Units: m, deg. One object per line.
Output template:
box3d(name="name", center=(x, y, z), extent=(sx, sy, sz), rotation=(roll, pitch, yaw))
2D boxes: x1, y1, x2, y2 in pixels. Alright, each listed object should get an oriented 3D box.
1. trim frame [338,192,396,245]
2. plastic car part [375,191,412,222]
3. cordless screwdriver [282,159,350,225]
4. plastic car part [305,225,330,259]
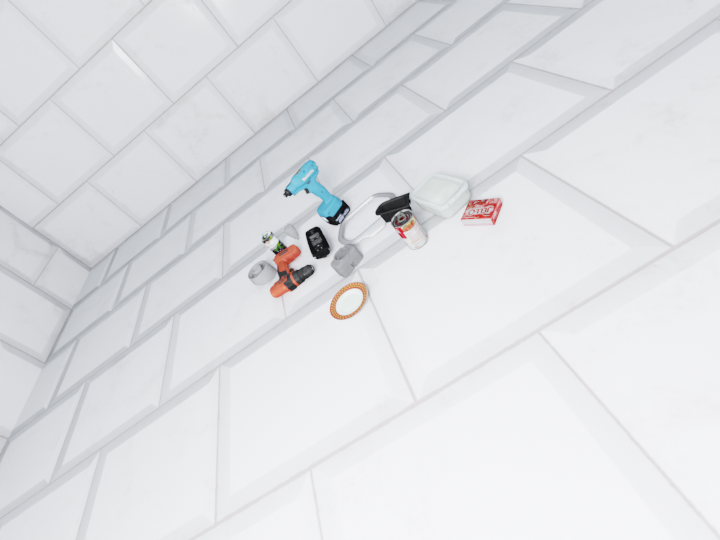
box3d(name="trim frame", center=(0.021, -0.177, 1.439), extent=(0.249, 0.026, 0.193), rotation=(-40, 35, 4))
box3d(name="plastic car part", center=(0.113, -0.185, 1.324), extent=(0.120, 0.067, 0.067), rotation=(-18, 41, 31))
box3d(name="cordless screwdriver", center=(-0.157, -0.254, 1.509), extent=(0.159, 0.236, 0.078), rotation=(-50, 34, -12))
box3d(name="plastic car part", center=(-0.145, -0.095, 1.481), extent=(0.066, 0.064, 0.213), rotation=(-38, 35, 6))
